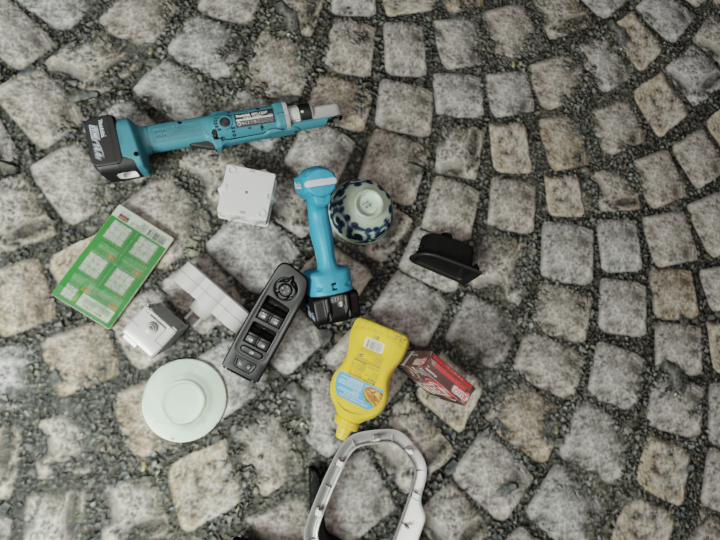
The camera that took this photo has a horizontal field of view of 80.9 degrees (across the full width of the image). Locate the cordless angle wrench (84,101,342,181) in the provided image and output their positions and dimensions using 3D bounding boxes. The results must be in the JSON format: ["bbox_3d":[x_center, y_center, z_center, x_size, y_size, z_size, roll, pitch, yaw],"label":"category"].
[{"bbox_3d":[-0.234,-0.242,0.729,0.416,0.075,0.099,-14,85,-12],"label":"cordless angle wrench"}]

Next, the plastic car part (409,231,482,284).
[{"bbox_3d":[0.154,-0.032,0.756,0.116,0.066,0.071,24,64,-2],"label":"plastic car part"}]

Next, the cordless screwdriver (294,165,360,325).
[{"bbox_3d":[-0.068,-0.045,0.699,0.073,0.164,0.246,-10,100,-16],"label":"cordless screwdriver"}]

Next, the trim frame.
[{"bbox_3d":[0.017,0.377,0.669,0.180,0.028,0.249,31,68,-10],"label":"trim frame"}]

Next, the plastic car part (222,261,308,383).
[{"bbox_3d":[-0.144,0.078,0.678,0.067,0.067,0.202,31,105,1],"label":"plastic car part"}]
